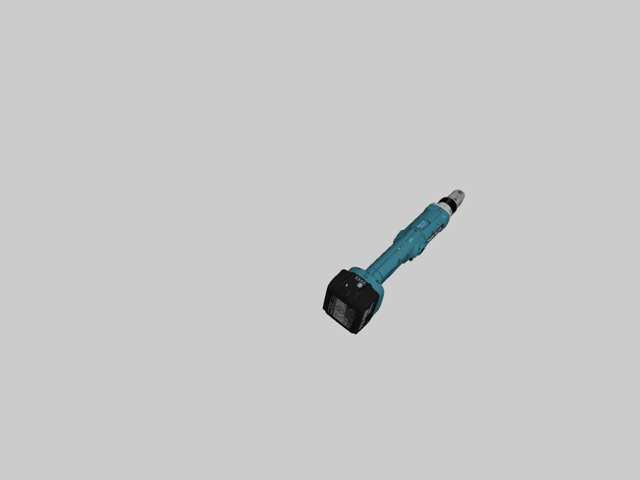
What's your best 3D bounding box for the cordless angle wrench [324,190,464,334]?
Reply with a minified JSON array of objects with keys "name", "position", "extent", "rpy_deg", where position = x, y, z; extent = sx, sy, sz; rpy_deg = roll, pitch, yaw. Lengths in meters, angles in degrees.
[{"name":"cordless angle wrench","position":[0.169,0.007,0.801],"extent":[0.074,0.098,0.421],"rpy_deg":[36,52,22]}]
